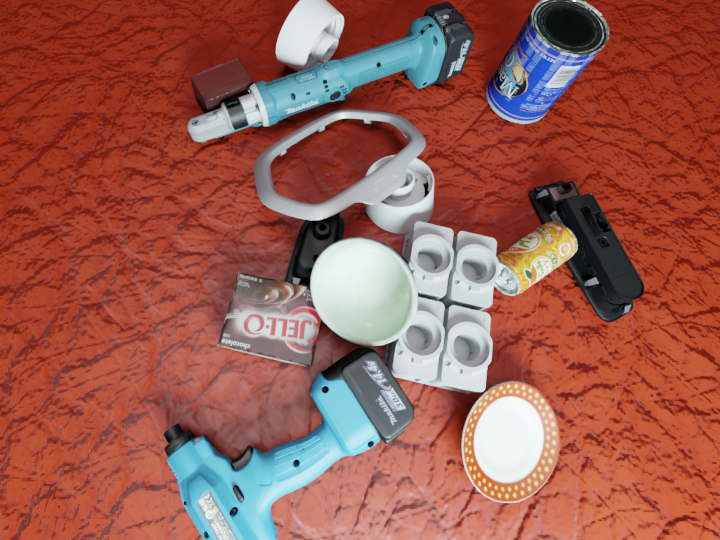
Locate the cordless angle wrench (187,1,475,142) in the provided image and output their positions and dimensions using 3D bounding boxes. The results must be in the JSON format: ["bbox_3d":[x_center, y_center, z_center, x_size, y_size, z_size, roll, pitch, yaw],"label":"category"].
[{"bbox_3d":[-0.045,-0.271,0.612,0.419,0.096,0.077,-22,72,-8],"label":"cordless angle wrench"}]

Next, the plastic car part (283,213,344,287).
[{"bbox_3d":[-0.052,-0.034,0.531,0.066,0.070,0.118,13,73,-4],"label":"plastic car part"}]

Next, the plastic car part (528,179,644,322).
[{"bbox_3d":[0.308,-0.036,0.560,0.065,0.067,0.208,-12,74,-18],"label":"plastic car part"}]

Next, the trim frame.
[{"bbox_3d":[-0.029,-0.149,0.565,0.245,0.026,0.194,-39,56,-25],"label":"trim frame"}]

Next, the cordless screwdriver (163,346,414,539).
[{"bbox_3d":[-0.077,0.172,0.453,0.247,0.073,0.163,-37,77,-11],"label":"cordless screwdriver"}]
